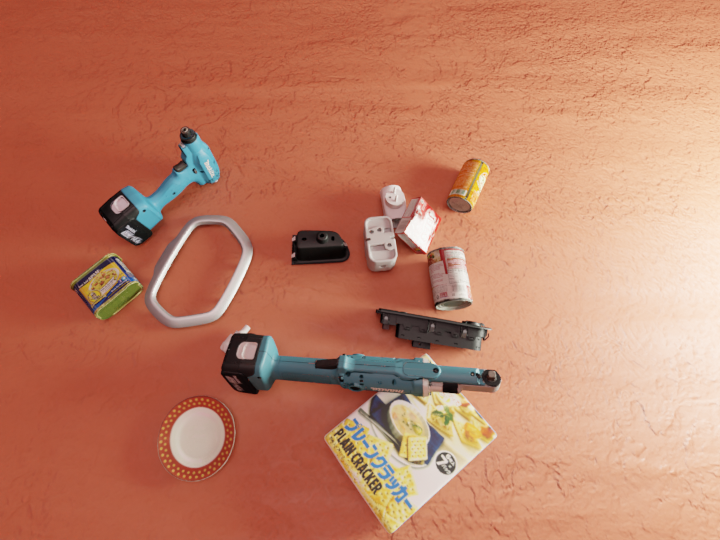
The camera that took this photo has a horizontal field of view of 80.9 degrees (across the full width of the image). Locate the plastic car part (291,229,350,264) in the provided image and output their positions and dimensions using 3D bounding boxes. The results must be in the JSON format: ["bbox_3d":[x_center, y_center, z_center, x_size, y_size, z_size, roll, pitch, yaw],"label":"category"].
[{"bbox_3d":[-0.080,-0.053,0.821,0.117,0.069,0.067,-2,68,4],"label":"plastic car part"}]

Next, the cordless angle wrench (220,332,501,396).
[{"bbox_3d":[-0.008,0.159,0.666,0.433,0.094,0.076,1,51,14],"label":"cordless angle wrench"}]

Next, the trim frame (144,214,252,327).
[{"bbox_3d":[-0.319,-0.003,0.837,0.188,0.027,0.250,17,69,10],"label":"trim frame"}]

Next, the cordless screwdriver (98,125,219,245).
[{"bbox_3d":[-0.402,-0.172,0.848,0.077,0.155,0.247,43,76,15],"label":"cordless screwdriver"}]

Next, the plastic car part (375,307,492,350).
[{"bbox_3d":[0.128,0.105,0.742,0.205,0.065,0.068,5,76,5],"label":"plastic car part"}]
